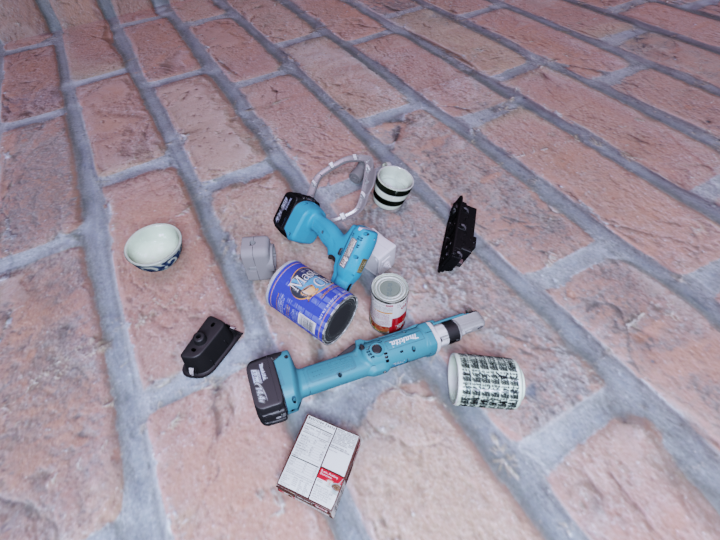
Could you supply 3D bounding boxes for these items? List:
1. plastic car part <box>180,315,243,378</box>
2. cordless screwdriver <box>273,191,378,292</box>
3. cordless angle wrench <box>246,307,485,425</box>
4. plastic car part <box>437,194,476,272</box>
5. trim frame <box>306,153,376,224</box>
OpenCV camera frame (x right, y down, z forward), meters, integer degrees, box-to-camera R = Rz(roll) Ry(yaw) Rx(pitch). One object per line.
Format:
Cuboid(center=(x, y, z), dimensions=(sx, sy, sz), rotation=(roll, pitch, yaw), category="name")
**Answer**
Cuboid(center=(-0.275, 0.130, 0.757), dimensions=(0.068, 0.068, 0.116), rotation=(18, 50, 19), category="plastic car part")
Cuboid(center=(-0.086, -0.056, 0.877), dimensions=(0.070, 0.158, 0.263), rotation=(9, 20, -49), category="cordless screwdriver")
Cuboid(center=(0.024, 0.145, 0.720), dimensions=(0.417, 0.072, 0.103), rotation=(-16, 51, -11), category="cordless angle wrench")
Cuboid(center=(0.213, -0.081, 0.897), dimensions=(0.067, 0.065, 0.206), rotation=(13, 51, 1), category="plastic car part")
Cuboid(center=(-0.049, -0.199, 1.009), dimensions=(0.190, 0.026, 0.253), rotation=(-8, 47, 23), category="trim frame")
